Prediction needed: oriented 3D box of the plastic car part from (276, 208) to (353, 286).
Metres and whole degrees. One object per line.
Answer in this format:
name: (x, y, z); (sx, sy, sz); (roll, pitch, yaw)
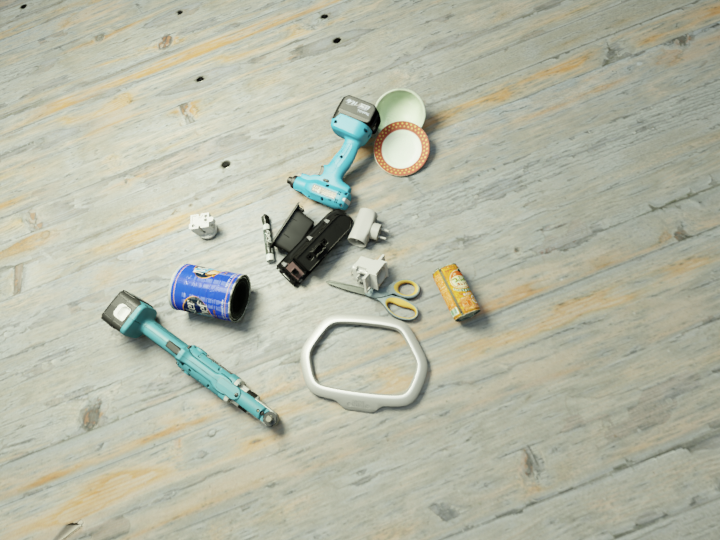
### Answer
plastic car part: (-0.089, -0.059, 0.915); (0.065, 0.068, 0.202); (44, 72, -8)

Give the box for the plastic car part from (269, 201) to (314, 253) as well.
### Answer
plastic car part: (-0.144, -0.083, 0.950); (0.071, 0.065, 0.117); (28, 77, 2)

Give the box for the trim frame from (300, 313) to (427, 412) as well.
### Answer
trim frame: (0.004, 0.177, 0.829); (0.252, 0.026, 0.187); (3, 67, 9)

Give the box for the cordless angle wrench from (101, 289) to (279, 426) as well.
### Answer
cordless angle wrench: (-0.339, 0.183, 0.856); (0.436, 0.095, 0.074); (30, 75, 15)

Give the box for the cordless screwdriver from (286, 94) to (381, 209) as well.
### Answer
cordless screwdriver: (-0.062, -0.277, 0.980); (0.165, 0.072, 0.248); (23, 91, 17)
